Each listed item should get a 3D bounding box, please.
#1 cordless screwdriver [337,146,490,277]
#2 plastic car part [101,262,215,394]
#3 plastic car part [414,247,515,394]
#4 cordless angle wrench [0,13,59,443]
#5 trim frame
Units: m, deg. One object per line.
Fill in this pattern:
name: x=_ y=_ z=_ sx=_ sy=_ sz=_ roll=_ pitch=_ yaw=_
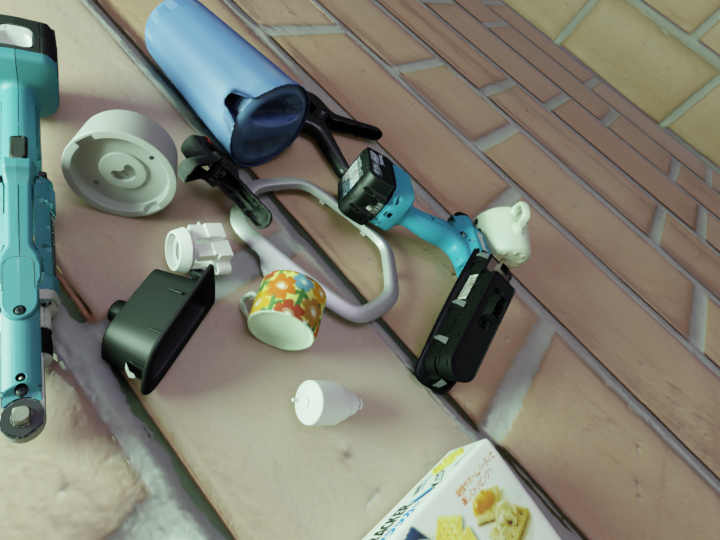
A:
cordless screwdriver: x=0.086 y=-0.088 z=0.632 sx=0.241 sy=0.075 sz=0.163 roll=30 pitch=34 yaw=-17
plastic car part: x=-0.191 y=0.043 z=0.387 sx=0.072 sy=0.065 sz=0.117 roll=22 pitch=48 yaw=6
plastic car part: x=0.139 y=0.062 z=0.518 sx=0.064 sy=0.070 sz=0.202 roll=46 pitch=66 yaw=-21
cordless angle wrench: x=-0.312 y=-0.065 z=0.388 sx=0.071 sy=0.099 sz=0.438 roll=-4 pitch=61 yaw=-35
trim frame: x=-0.054 y=-0.035 z=0.549 sx=0.249 sy=0.028 sz=0.183 roll=37 pitch=44 yaw=0
